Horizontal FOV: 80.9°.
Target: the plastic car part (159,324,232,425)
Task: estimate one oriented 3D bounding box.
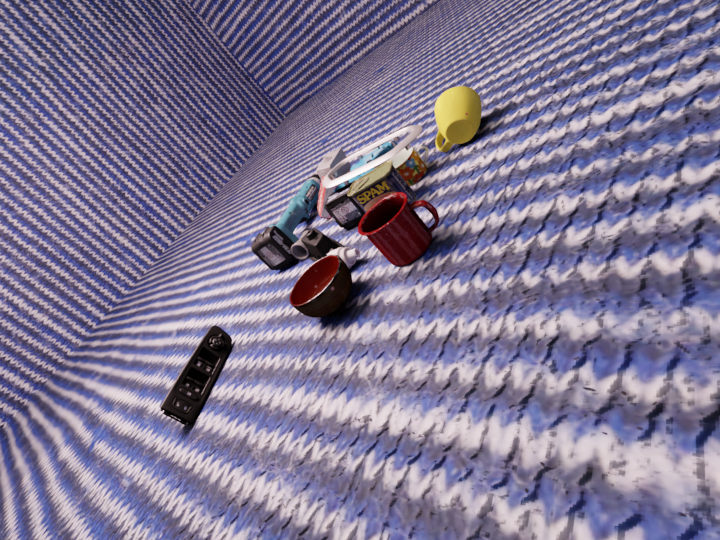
[{"bbox_3d":[-0.314,0.203,0.828,0.067,0.066,0.205,-57,11,46],"label":"plastic car part"}]

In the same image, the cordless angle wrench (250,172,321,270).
[{"bbox_3d":[-0.160,-0.168,1.127,0.076,0.095,0.427,-31,25,34],"label":"cordless angle wrench"}]

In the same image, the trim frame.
[{"bbox_3d":[0.020,-0.239,0.897,0.256,0.026,0.185,-21,28,32],"label":"trim frame"}]

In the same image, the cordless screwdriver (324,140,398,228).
[{"bbox_3d":[-0.007,-0.196,0.968,0.164,0.072,0.249,-20,30,41],"label":"cordless screwdriver"}]

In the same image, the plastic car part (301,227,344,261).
[{"bbox_3d":[-0.085,-0.056,0.869,0.066,0.068,0.121,-47,22,-7],"label":"plastic car part"}]
